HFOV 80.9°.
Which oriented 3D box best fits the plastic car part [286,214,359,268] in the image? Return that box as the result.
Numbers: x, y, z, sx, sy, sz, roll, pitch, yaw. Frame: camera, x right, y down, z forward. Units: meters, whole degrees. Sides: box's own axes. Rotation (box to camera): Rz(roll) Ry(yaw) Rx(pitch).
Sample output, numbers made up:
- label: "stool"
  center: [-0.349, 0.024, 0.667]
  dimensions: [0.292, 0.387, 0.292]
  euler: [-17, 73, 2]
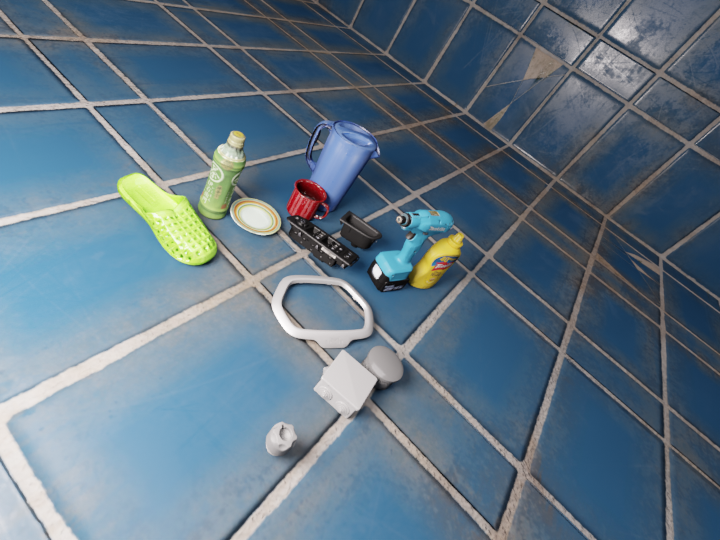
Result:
- label: "plastic car part"
  center: [-0.103, -0.068, 1.056]
  dimensions: [0.207, 0.067, 0.065]
  euler: [39, 38, 10]

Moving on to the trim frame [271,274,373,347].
- label: "trim frame"
  center: [-0.080, 0.085, 0.934]
  dimensions: [0.238, 0.027, 0.193]
  euler: [5, 45, -30]

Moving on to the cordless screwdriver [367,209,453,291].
- label: "cordless screwdriver"
  center: [0.098, -0.050, 1.024]
  dimensions: [0.152, 0.249, 0.078]
  euler: [-1, 51, -38]

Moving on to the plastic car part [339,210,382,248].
- label: "plastic car part"
  center: [-0.009, -0.098, 1.150]
  dimensions: [0.118, 0.071, 0.065]
  euler: [37, 38, 6]
